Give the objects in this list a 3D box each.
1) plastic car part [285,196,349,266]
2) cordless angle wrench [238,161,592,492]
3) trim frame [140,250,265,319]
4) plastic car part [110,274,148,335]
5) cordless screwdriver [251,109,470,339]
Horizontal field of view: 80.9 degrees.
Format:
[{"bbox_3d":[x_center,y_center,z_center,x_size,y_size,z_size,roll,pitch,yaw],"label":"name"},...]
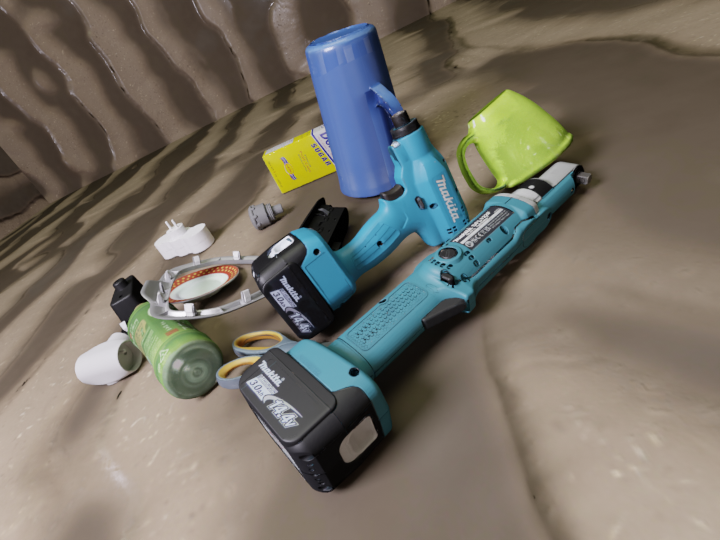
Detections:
[{"bbox_3d":[-0.057,-0.037,0.579,0.069,0.063,0.206,-6,36,16],"label":"plastic car part"},{"bbox_3d":[0.086,0.006,0.396,0.417,0.071,0.104,-39,41,-23],"label":"cordless angle wrench"},{"bbox_3d":[-0.207,0.012,0.592,0.181,0.027,0.259,-12,21,-13],"label":"trim frame"},{"bbox_3d":[-0.386,0.047,0.708,0.065,0.068,0.123,-31,33,-10],"label":"plastic car part"},{"bbox_3d":[-0.006,-0.051,0.463,0.247,0.154,0.077,-33,21,-8],"label":"cordless screwdriver"}]
